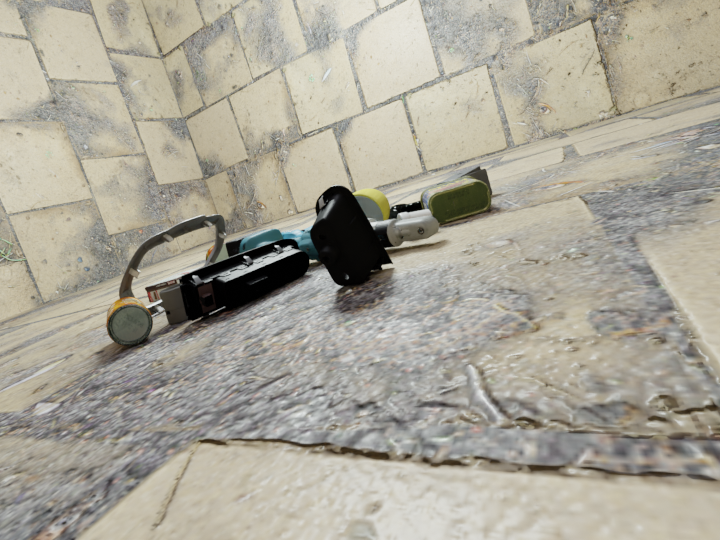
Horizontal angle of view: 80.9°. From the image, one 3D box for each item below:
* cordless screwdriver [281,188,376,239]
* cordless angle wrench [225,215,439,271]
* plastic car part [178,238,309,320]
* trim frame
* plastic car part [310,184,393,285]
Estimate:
[{"bbox_3d":[-0.053,-0.100,0.915,0.243,0.073,0.165,-28,14,-24],"label":"cordless screwdriver"},{"bbox_3d":[-0.068,-0.044,0.696,0.442,0.073,0.095,-4,17,42],"label":"cordless angle wrench"},{"bbox_3d":[-0.147,0.006,0.595,0.070,0.065,0.197,4,23,41],"label":"plastic car part"},{"bbox_3d":[-0.306,-0.012,0.717,0.028,0.182,0.244,27,25,11],"label":"trim frame"},{"bbox_3d":[-0.022,-0.028,0.476,0.068,0.111,0.071,-13,34,32],"label":"plastic car part"}]
